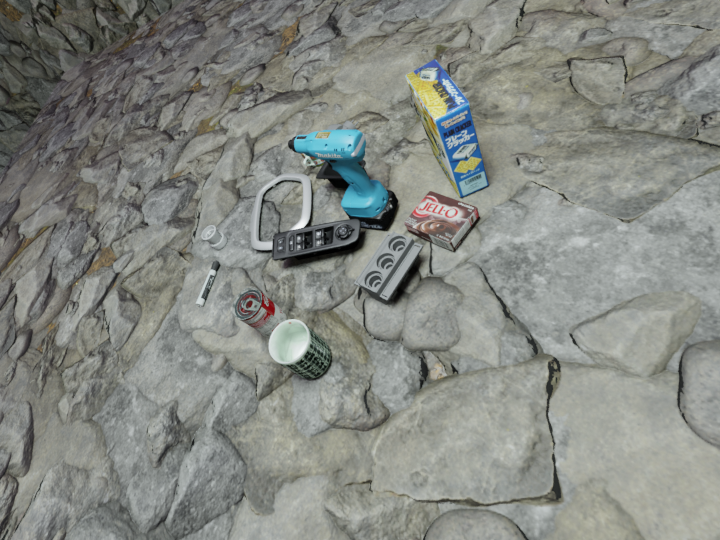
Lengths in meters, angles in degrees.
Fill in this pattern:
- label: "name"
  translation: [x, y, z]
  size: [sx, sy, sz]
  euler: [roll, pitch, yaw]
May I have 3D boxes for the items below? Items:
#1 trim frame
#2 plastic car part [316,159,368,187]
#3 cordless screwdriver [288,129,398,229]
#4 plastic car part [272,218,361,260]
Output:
- label: "trim frame"
  translation: [-0.203, -0.152, 1.054]
  size: [0.188, 0.026, 0.257]
  euler: [-18, 53, 18]
- label: "plastic car part"
  translation: [-0.031, -0.216, 0.975]
  size: [0.123, 0.067, 0.066]
  euler: [14, 67, 35]
- label: "cordless screwdriver"
  translation: [-0.031, -0.182, 0.841]
  size: [0.167, 0.235, 0.075]
  euler: [12, 66, 33]
- label: "plastic car part"
  translation: [-0.088, -0.058, 0.904]
  size: [0.209, 0.063, 0.068]
  euler: [-12, 55, 22]
